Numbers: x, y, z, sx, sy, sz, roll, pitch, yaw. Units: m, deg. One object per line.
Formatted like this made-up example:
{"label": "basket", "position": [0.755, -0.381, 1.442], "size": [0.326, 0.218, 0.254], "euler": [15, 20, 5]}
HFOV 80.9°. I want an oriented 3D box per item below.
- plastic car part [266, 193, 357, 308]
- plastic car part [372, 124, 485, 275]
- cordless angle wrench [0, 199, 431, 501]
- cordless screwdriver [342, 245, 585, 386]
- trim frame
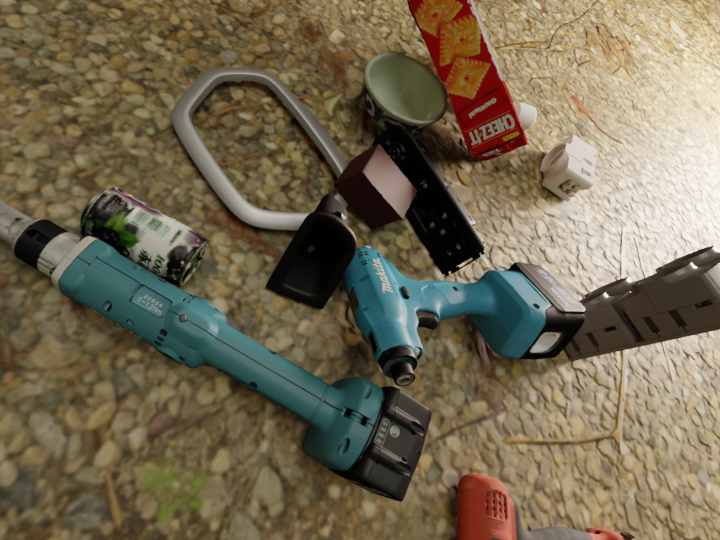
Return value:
{"label": "plastic car part", "position": [-0.042, -0.028, 0.432], "size": [0.064, 0.116, 0.073], "euler": [23, 37, -13]}
{"label": "plastic car part", "position": [0.090, -0.100, 0.539], "size": [0.065, 0.067, 0.207], "euler": [-21, 74, -40]}
{"label": "cordless angle wrench", "position": [-0.146, 0.051, 0.361], "size": [0.422, 0.098, 0.074], "euler": [31, 62, -1]}
{"label": "cordless screwdriver", "position": [0.110, 0.050, 0.434], "size": [0.242, 0.073, 0.166], "euler": [6, 35, -17]}
{"label": "trim frame", "position": [-0.111, -0.151, 0.509], "size": [0.180, 0.027, 0.253], "euler": [-33, 78, -29]}
